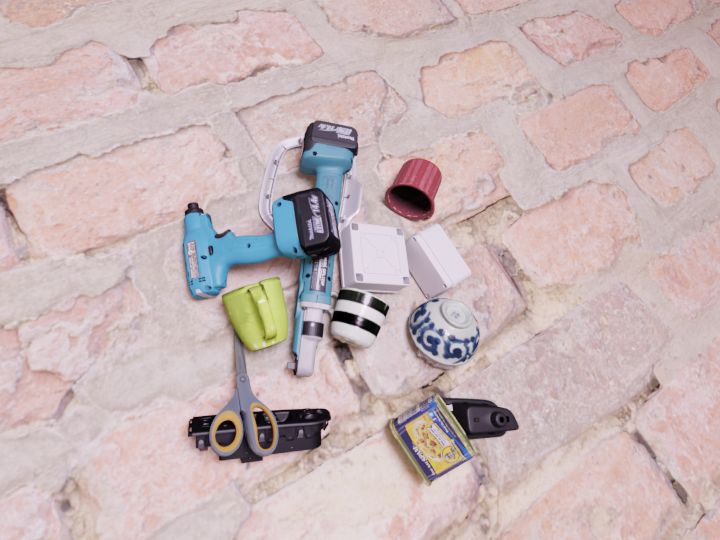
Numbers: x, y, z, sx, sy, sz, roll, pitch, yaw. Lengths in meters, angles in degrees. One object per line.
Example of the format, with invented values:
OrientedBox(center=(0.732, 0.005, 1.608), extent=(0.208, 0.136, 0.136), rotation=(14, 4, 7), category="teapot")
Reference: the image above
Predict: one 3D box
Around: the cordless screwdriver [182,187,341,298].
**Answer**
OrientedBox(center=(-0.163, -0.064, 0.654), extent=(0.252, 0.071, 0.163), rotation=(-17, 72, 11), category="cordless screwdriver")

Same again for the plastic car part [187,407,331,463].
OrientedBox(center=(-0.136, 0.231, 0.596), extent=(0.198, 0.067, 0.068), rotation=(-4, 81, -16), category="plastic car part")

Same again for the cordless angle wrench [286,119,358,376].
OrientedBox(center=(-0.068, -0.045, 0.698), extent=(0.096, 0.074, 0.430), rotation=(8, 71, -11), category="cordless angle wrench")

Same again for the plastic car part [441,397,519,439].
OrientedBox(center=(0.197, 0.237, 0.673), extent=(0.114, 0.071, 0.067), rotation=(3, 71, -11), category="plastic car part")

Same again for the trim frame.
OrientedBox(center=(-0.088, -0.153, 0.783), extent=(0.181, 0.027, 0.253), rotation=(13, 65, -10), category="trim frame")
